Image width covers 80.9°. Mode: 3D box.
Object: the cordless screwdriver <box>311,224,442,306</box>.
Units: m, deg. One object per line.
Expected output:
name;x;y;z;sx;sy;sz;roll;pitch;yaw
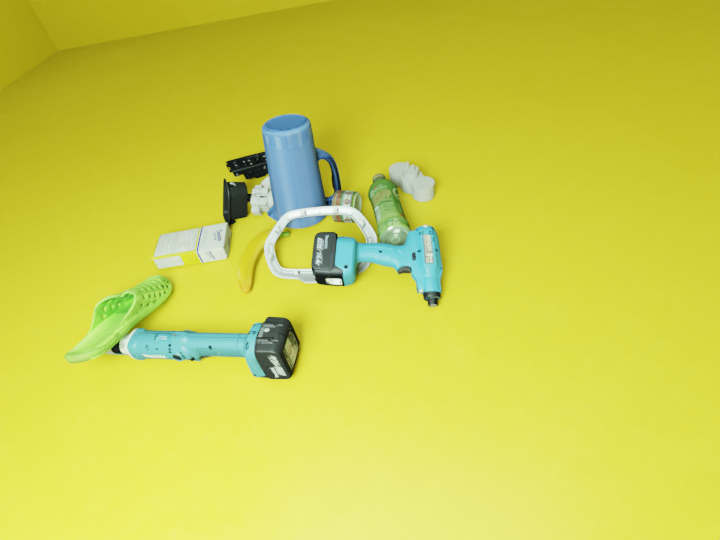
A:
cordless screwdriver;0.031;-0.004;0.821;0.251;0.072;0.163;-3;64;6

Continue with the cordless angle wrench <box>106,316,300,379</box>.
cordless angle wrench;-0.325;0.140;0.782;0.435;0.094;0.075;-2;43;17

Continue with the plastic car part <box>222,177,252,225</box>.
plastic car part;-0.311;-0.175;1.071;0.068;0.114;0.069;-6;40;-28

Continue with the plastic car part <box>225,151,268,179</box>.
plastic car part;-0.273;-0.300;1.199;0.200;0.064;0.070;-23;39;-14

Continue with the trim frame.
trim frame;-0.090;-0.059;0.917;0.252;0.026;0.188;-3;68;8
